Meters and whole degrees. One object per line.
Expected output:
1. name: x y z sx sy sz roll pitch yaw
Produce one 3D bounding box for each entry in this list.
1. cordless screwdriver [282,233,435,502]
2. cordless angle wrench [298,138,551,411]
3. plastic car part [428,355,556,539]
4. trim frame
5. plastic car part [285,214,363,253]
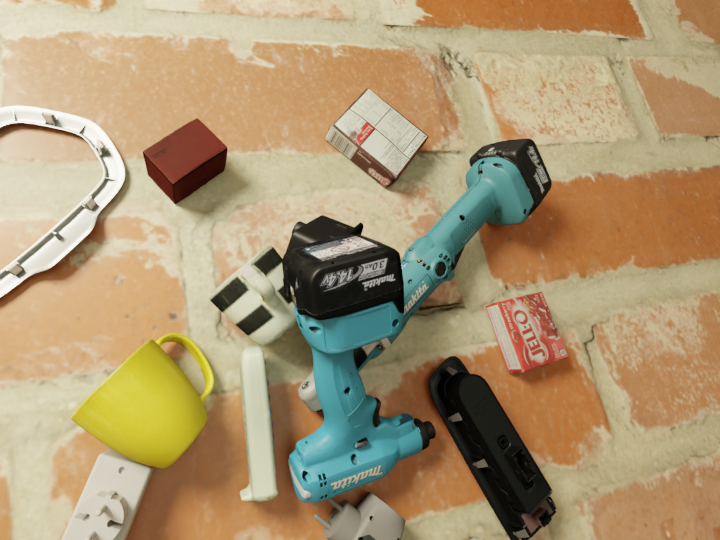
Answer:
1. cordless screwdriver: 0.006 0.092 0.407 0.154 0.078 0.244 -8 107 -24
2. cordless angle wrench: 0.079 -0.004 0.509 0.419 0.078 0.094 -45 115 -19
3. plastic car part: 0.147 0.194 0.468 0.065 0.066 0.207 -28 78 -16
4. trim frame: -0.371 -0.077 0.441 0.184 0.028 0.248 37 64 -1
5. plastic car part: -0.047 -0.031 0.483 0.072 0.065 0.116 25 26 5
